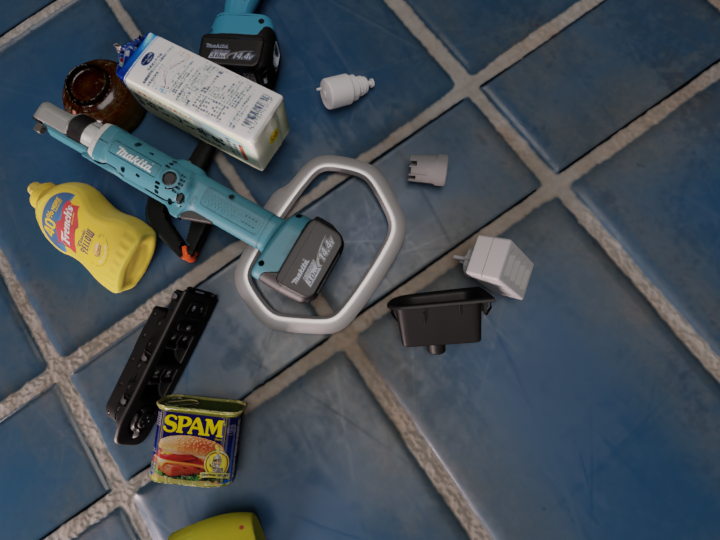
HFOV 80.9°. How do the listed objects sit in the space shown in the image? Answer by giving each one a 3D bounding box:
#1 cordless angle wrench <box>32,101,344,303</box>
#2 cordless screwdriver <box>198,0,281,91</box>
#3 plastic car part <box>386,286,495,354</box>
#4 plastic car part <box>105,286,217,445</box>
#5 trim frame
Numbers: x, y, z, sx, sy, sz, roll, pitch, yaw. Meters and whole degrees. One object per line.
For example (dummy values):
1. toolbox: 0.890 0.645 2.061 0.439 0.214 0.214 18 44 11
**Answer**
1. cordless angle wrench: -0.221 -0.102 0.514 0.429 0.073 0.098 29 84 7
2. cordless screwdriver: -0.135 -0.368 0.588 0.160 0.073 0.252 1 77 4
3. plastic car part: 0.094 0.062 0.501 0.118 0.066 0.070 -10 95 6
4. plastic car part: -0.254 0.111 0.519 0.069 0.064 0.203 18 82 15
5. trim frame: -0.053 -0.035 0.544 0.187 0.027 0.248 32 86 9
